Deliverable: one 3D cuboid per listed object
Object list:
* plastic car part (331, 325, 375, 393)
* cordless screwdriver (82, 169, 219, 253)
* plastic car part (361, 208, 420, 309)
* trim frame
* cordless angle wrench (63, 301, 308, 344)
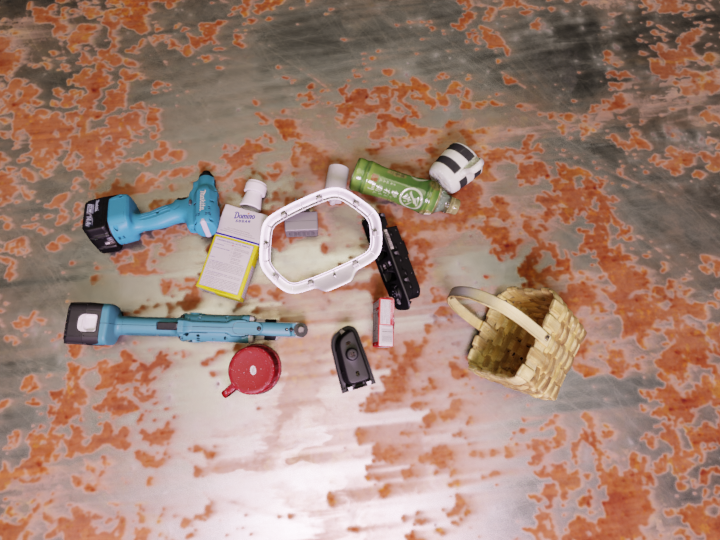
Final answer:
[{"bbox_3d":[-0.016,0.161,0.775,0.065,0.070,0.118,-16,80,-8],"label":"plastic car part"},{"bbox_3d":[-0.404,-0.125,0.838,0.248,0.072,0.165,-10,54,-4],"label":"cordless screwdriver"},{"bbox_3d":[0.064,-0.020,0.833,0.064,0.067,0.207,-7,73,-31],"label":"plastic car part"},{"bbox_3d":[-0.079,-0.052,0.811,0.250,0.028,0.181,-23,101,5],"label":"trim frame"},{"bbox_3d":[-0.309,0.105,0.783,0.420,0.097,0.075,2,77,-5],"label":"cordless angle wrench"}]
